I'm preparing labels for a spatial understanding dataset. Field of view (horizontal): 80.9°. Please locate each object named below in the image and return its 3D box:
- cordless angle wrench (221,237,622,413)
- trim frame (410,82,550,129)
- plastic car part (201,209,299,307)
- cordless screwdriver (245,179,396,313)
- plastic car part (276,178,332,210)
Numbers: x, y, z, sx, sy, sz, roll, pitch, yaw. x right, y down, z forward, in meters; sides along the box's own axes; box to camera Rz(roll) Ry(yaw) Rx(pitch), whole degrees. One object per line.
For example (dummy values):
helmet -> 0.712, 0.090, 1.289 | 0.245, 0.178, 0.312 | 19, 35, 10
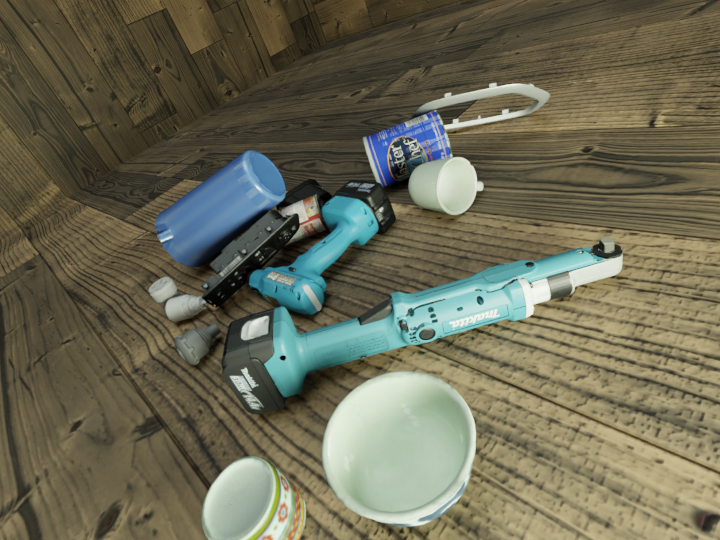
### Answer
cordless angle wrench -> 0.062, 0.050, 0.456 | 0.426, 0.094, 0.077 | -17, 32, 6
trim frame -> 0.219, -0.307, 0.804 | 0.258, 0.028, 0.177 | -4, -2, 26
plastic car part -> -0.185, -0.029, 0.703 | 0.202, 0.063, 0.070 | -41, 62, -9
cordless screwdriver -> -0.066, -0.043, 0.675 | 0.168, 0.071, 0.247 | 12, 52, 44
plastic car part -> -0.101, -0.133, 0.839 | 0.115, 0.063, 0.075 | -39, 50, -25
